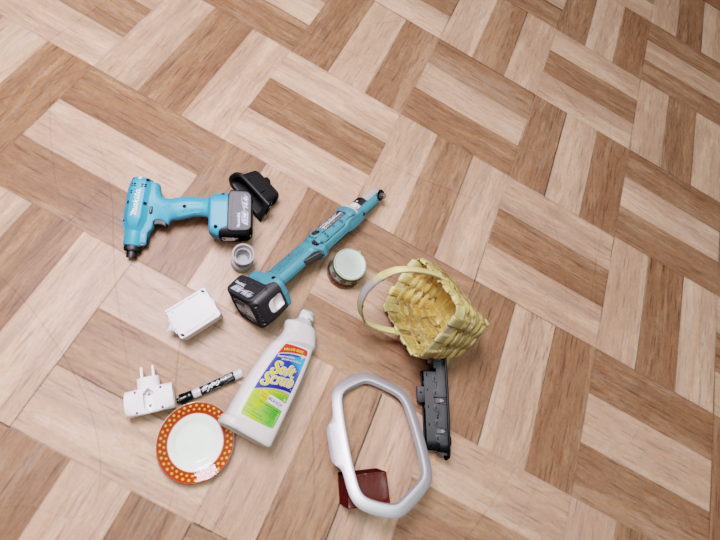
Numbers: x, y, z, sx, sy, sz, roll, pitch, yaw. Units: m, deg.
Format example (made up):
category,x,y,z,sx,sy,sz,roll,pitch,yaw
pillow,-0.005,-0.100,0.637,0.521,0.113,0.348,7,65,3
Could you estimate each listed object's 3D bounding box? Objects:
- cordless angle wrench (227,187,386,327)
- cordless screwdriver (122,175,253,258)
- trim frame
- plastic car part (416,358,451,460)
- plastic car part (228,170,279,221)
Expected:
category,x,y,z,sx,sy,sz,roll,pitch,yaw
cordless angle wrench,-0.086,-0.056,0.883,0.103,0.071,0.418,18,51,39
cordless screwdriver,-0.338,-0.094,0.835,0.246,0.074,0.161,5,79,-6
trim frame,0.031,0.306,0.769,0.179,0.027,0.258,0,53,-19
plastic car part,0.146,0.263,0.832,0.066,0.065,0.207,-1,70,-7
plastic car part,-0.221,-0.176,0.913,0.069,0.066,0.119,-31,78,-39
